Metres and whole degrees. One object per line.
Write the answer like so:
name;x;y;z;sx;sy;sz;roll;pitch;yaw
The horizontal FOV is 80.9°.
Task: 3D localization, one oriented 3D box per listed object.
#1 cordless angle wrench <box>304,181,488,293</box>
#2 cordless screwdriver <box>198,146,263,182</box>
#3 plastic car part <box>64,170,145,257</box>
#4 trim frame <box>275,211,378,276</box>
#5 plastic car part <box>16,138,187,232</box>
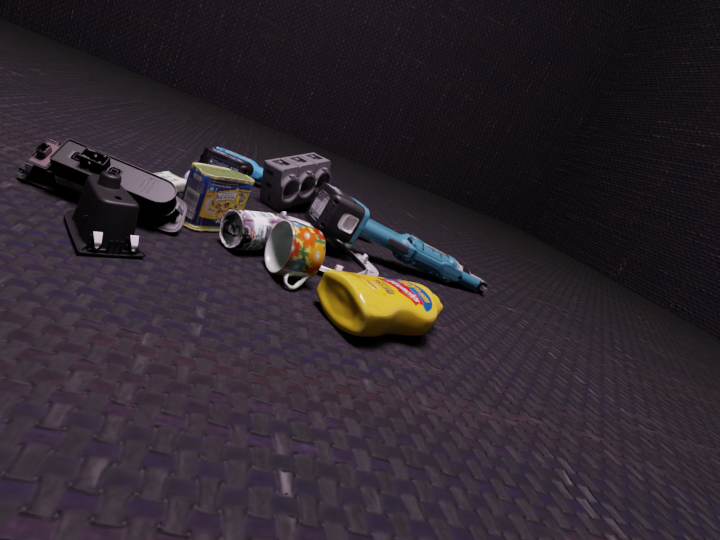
cordless angle wrench;0.093;-0.040;0.812;0.404;0.074;0.102;24;13;-27
cordless screwdriver;-0.252;-0.205;0.892;0.156;0.074;0.255;20;14;-13
plastic car part;-0.278;-0.070;0.461;0.062;0.070;0.123;6;27;-48
trim frame;-0.071;-0.047;0.727;0.175;0.027;0.263;9;24;-37
plastic car part;-0.313;-0.114;0.531;0.199;0.067;0.067;25;43;-11
